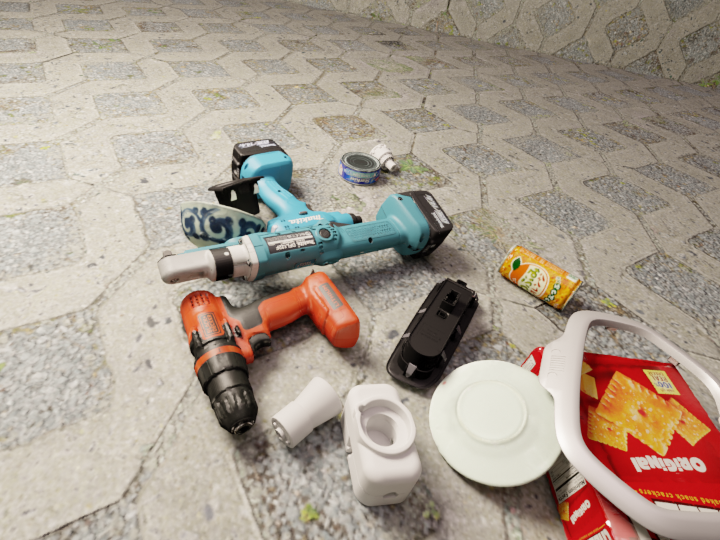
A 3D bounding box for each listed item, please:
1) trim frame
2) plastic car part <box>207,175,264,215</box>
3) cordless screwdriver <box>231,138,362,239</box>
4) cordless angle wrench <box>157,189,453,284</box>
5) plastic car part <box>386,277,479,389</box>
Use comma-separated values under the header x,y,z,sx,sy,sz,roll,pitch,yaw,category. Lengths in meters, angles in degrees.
x,y,z,sx,sy,sz,roll,pitch,yaw,category
0.273,0.131,0.411,0.190,0.027,0.247,24,45,15,trim frame
-0.192,-0.106,0.660,0.064,0.069,0.122,-22,16,-27,plastic car part
-0.117,-0.132,0.722,0.154,0.073,0.262,-15,49,-28,cordless screwdriver
-0.057,-0.037,0.585,0.408,0.074,0.102,-14,63,-30,cordless angle wrench
0.102,0.068,0.540,0.068,0.066,0.200,32,46,12,plastic car part
